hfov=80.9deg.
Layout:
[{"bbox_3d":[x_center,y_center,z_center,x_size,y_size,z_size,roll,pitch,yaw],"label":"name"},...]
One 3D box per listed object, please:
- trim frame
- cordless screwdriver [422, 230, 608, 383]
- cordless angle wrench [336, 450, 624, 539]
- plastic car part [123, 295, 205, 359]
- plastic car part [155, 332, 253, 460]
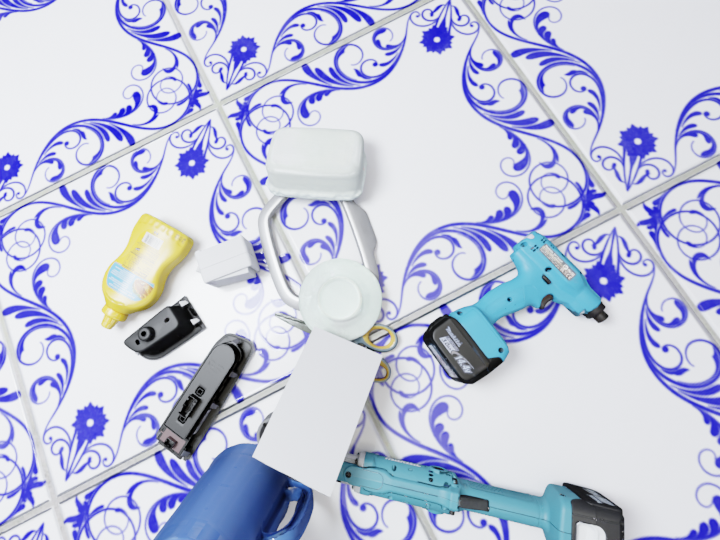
[{"bbox_3d":[-0.068,-0.045,0.696,0.184,0.027,0.254,-20,75,1],"label":"trim frame"},{"bbox_3d":[0.226,0.073,0.619,0.247,0.073,0.163,-39,78,-8],"label":"cordless screwdriver"},{"bbox_3d":[0.106,0.299,0.576,0.432,0.095,0.075,8,80,11],"label":"cordless angle wrench"},{"bbox_3d":[-0.317,0.096,0.665,0.116,0.069,0.068,-36,78,-7],"label":"plastic car part"},{"bbox_3d":[-0.242,0.186,0.645,0.068,0.065,0.203,29,79,15],"label":"plastic car part"}]
